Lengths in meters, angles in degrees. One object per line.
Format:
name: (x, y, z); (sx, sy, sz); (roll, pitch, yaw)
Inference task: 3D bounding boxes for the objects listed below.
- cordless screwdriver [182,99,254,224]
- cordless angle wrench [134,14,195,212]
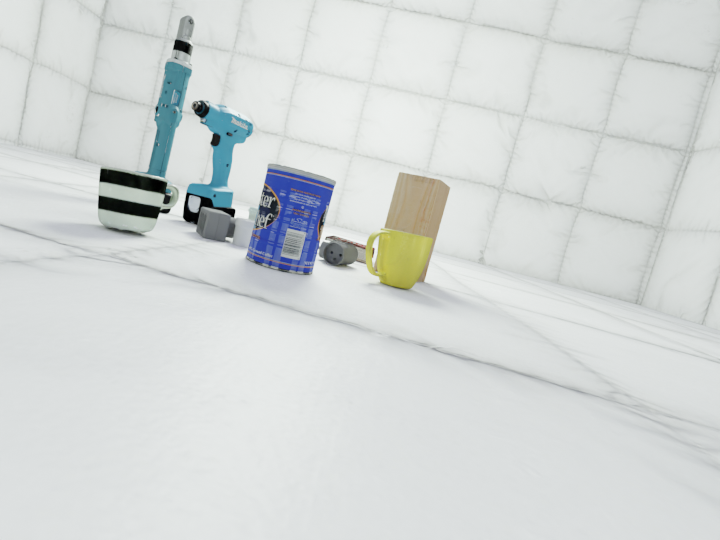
cordless screwdriver: (-0.305, -0.214, 0.866); (0.077, 0.248, 0.153); (17, 6, 22)
cordless angle wrench: (-0.419, -0.340, 0.920); (0.070, 0.421, 0.104); (10, 7, -46)
